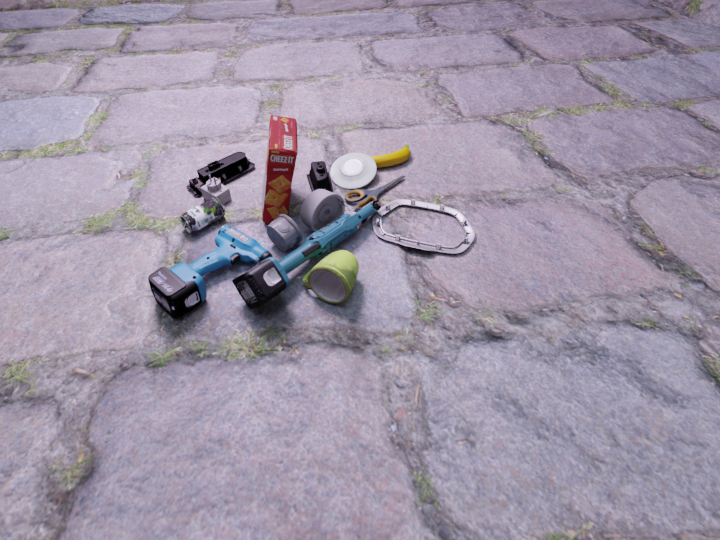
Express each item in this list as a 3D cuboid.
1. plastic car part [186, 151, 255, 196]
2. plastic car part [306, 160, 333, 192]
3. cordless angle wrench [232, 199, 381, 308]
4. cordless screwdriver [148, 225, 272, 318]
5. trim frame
[{"bbox_3d":[-0.396,-0.284,1.199,0.199,0.065,0.070,-33,48,-29],"label":"plastic car part"},{"bbox_3d":[-0.110,-0.258,1.154,0.065,0.068,0.122,-9,44,-8],"label":"plastic car part"},{"bbox_3d":[-0.094,-0.061,0.958,0.415,0.101,0.074,-38,99,-35],"label":"cordless angle wrench"},{"bbox_3d":[-0.316,0.002,0.917,0.166,0.072,0.245,26,49,23],"label":"cordless screwdriver"},{"bbox_3d":[0.152,-0.112,1.036,0.255,0.027,0.185,14,50,12],"label":"trim frame"}]
